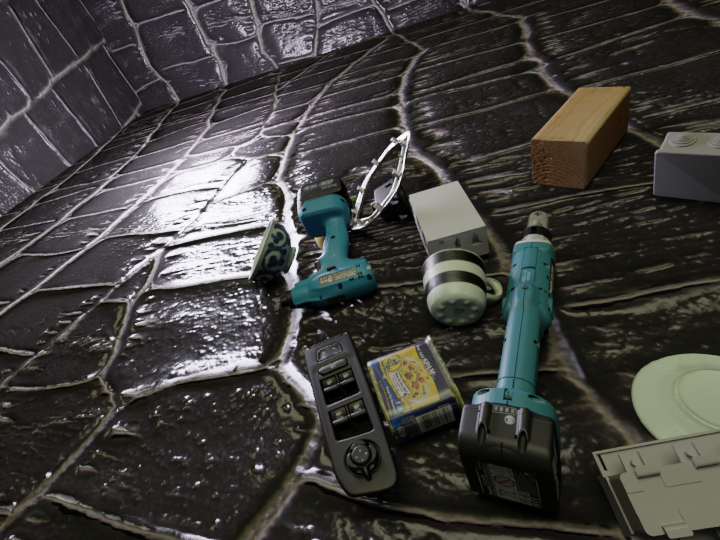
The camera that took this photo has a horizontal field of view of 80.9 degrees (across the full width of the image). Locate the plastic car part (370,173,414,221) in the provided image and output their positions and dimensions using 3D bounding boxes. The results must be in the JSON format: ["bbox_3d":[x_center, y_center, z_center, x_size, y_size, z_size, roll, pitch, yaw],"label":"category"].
[{"bbox_3d":[0.056,-0.138,0.841,0.072,0.063,0.120,-29,31,14],"label":"plastic car part"}]

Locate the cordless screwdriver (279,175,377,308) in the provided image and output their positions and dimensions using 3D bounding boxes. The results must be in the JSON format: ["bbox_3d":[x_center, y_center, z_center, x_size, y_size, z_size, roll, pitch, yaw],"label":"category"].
[{"bbox_3d":[-0.073,-0.048,0.747,0.161,0.071,0.259,-18,51,7],"label":"cordless screwdriver"}]

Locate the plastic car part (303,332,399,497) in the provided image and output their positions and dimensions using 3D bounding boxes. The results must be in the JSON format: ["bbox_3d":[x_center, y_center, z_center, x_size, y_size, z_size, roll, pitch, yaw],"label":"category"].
[{"bbox_3d":[-0.013,0.165,0.480,0.066,0.064,0.212,-17,32,-7],"label":"plastic car part"}]

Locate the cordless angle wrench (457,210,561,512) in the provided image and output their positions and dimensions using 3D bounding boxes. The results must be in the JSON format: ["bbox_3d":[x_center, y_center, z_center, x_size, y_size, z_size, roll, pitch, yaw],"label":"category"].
[{"bbox_3d":[0.200,0.048,0.504,0.077,0.094,0.423,-3,37,29],"label":"cordless angle wrench"}]

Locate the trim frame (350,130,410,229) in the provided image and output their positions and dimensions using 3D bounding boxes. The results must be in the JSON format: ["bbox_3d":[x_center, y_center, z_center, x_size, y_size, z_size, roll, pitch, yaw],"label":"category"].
[{"bbox_3d":[0.039,-0.181,0.838,0.187,0.027,0.252,-37,27,45],"label":"trim frame"}]
